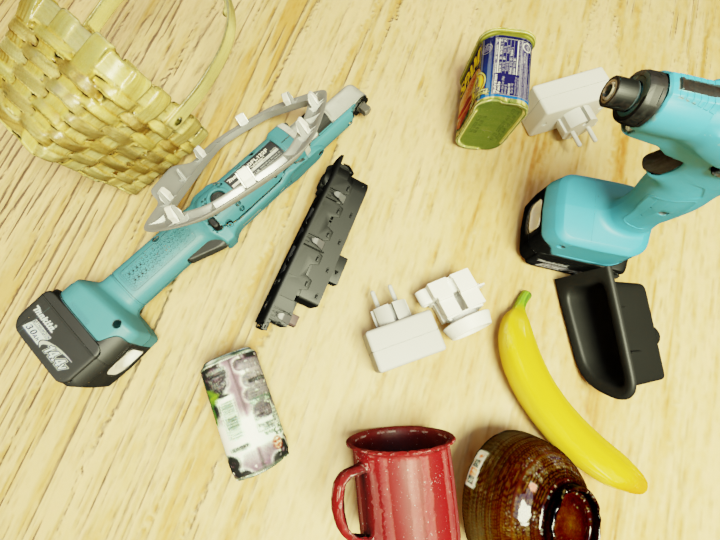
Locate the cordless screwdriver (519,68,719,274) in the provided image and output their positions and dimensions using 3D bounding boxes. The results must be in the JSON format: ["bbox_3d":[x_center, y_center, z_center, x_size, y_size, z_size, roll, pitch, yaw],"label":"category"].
[{"bbox_3d":[0.208,-0.064,0.340,0.159,0.247,0.075,15,76,-3],"label":"cordless screwdriver"}]

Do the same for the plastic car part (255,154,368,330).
[{"bbox_3d":[-0.043,-0.028,0.437,0.067,0.066,0.204,20,75,-5],"label":"plastic car part"}]

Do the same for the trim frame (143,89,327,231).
[{"bbox_3d":[-0.118,-0.116,0.405,0.188,0.026,0.255,-20,37,19],"label":"trim frame"}]

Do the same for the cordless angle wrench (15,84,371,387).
[{"bbox_3d":[-0.145,-0.063,0.449,0.100,0.073,0.421,42,77,11],"label":"cordless angle wrench"}]

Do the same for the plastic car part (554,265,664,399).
[{"bbox_3d":[0.249,0.057,0.405,0.069,0.066,0.118,-5,77,-16],"label":"plastic car part"}]
